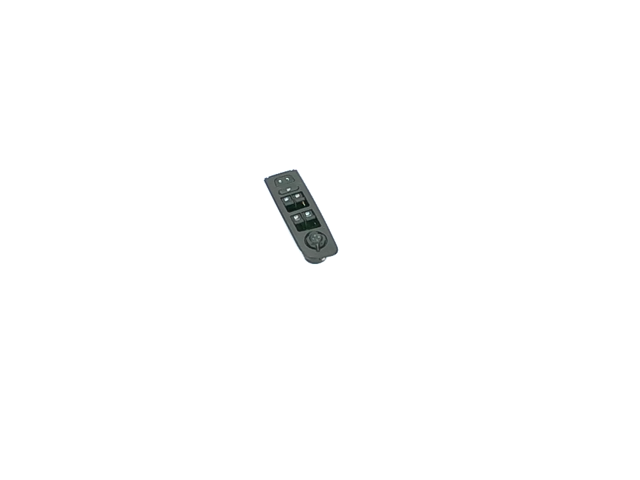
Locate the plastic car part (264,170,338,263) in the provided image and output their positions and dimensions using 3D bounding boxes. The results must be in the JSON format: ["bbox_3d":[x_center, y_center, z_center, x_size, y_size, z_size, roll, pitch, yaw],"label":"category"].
[{"bbox_3d":[-0.037,-0.035,0.754,0.066,0.203,0.067,-15,-38,-22],"label":"plastic car part"}]
